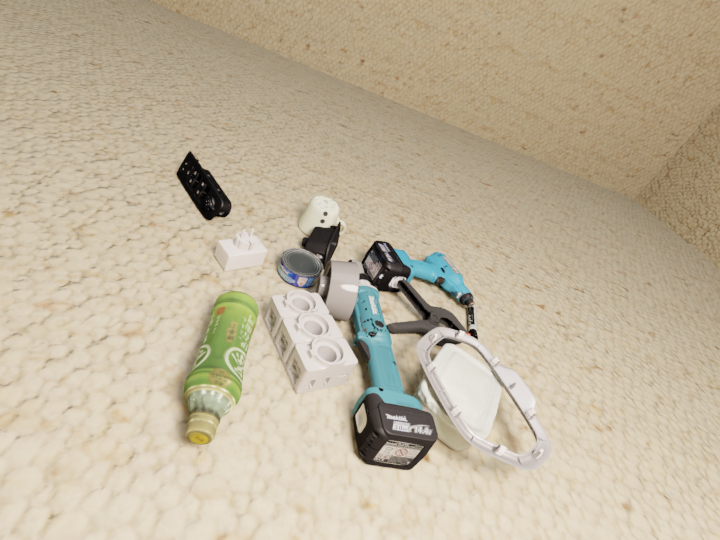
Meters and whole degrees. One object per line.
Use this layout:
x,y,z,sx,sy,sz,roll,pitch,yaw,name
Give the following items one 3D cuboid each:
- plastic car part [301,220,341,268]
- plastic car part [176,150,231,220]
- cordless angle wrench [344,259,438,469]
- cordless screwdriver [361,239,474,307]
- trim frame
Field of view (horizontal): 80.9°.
-0.089,-0.058,0.912,0.072,0.064,0.117,14,34,9,plastic car part
-0.337,-0.175,0.921,0.063,0.066,0.214,28,18,-51,plastic car part
0.020,0.111,0.724,0.095,0.074,0.439,14,32,-19,cordless angle wrench
0.132,0.015,0.930,0.237,0.074,0.167,6,37,-33,cordless screwdriver
0.187,0.181,0.652,0.176,0.027,0.261,7,35,-28,trim frame
